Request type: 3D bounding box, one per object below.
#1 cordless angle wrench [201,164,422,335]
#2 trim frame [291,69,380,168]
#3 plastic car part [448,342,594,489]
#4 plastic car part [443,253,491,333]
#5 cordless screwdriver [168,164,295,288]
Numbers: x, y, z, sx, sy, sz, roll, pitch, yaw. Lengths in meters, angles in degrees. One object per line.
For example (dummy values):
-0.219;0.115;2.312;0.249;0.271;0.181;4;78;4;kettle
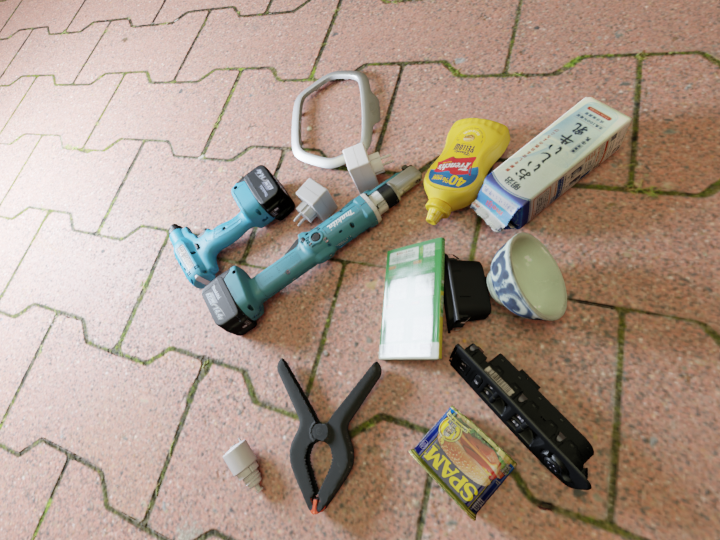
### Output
-0.071;-0.046;0.724;0.423;0.071;0.102;-35;62;0;cordless angle wrench
-0.053;-0.309;0.855;0.189;0.026;0.255;-9;63;17;trim frame
0.205;0.173;0.535;0.065;0.064;0.213;-24;57;-22;plastic car part
0.158;0.027;0.617;0.071;0.064;0.119;1;64;2;plastic car part
-0.258;-0.099;0.812;0.249;0.071;0.167;-42;61;3;cordless screwdriver
